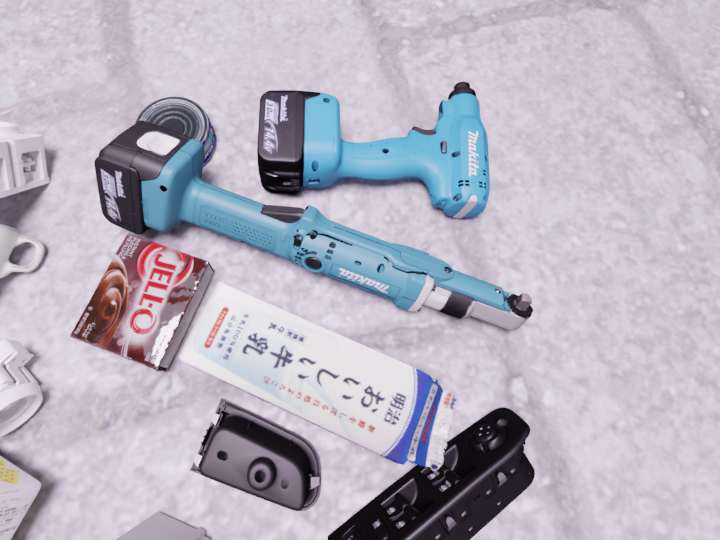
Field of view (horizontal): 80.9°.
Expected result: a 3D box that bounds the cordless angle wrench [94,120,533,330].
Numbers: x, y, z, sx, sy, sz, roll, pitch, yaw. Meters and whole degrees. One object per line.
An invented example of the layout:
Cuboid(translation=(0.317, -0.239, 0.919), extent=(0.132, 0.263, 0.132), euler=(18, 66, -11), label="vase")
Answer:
Cuboid(translation=(-0.040, -0.026, 0.414), extent=(0.424, 0.096, 0.075), euler=(21, 44, 1), label="cordless angle wrench")

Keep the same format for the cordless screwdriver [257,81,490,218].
Cuboid(translation=(0.015, -0.149, 0.461), extent=(0.248, 0.073, 0.162), euler=(6, 72, -3), label="cordless screwdriver")

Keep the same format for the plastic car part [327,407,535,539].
Cuboid(translation=(0.071, 0.197, 0.353), extent=(0.201, 0.066, 0.067), euler=(-38, 89, -12), label="plastic car part")

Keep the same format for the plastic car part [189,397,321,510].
Cuboid(translation=(-0.087, 0.164, 0.359), extent=(0.118, 0.069, 0.066), euler=(20, 75, 7), label="plastic car part")
